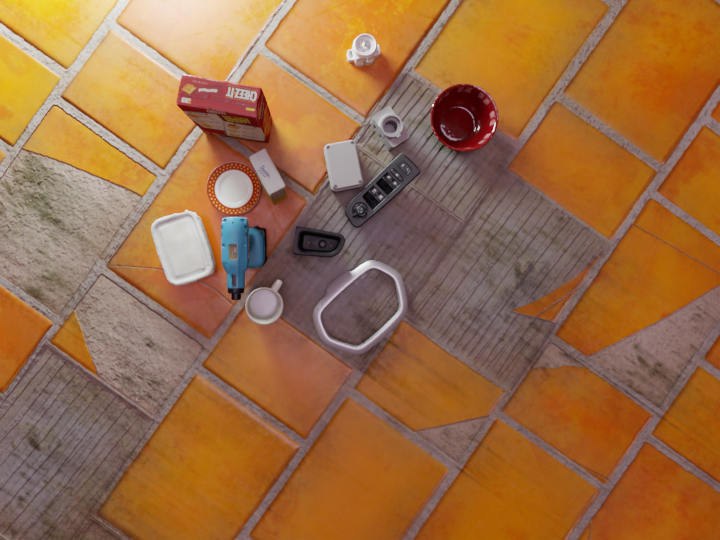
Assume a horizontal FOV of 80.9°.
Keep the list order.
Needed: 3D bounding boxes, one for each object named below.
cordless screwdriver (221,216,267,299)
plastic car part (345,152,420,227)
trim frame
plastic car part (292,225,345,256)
[{"bbox_3d":[-0.251,-0.028,0.912,0.074,0.250,0.159,-1,92,-6],"label":"cordless screwdriver"},{"bbox_3d":[0.044,-0.186,1.008,0.203,0.067,0.066,-43,93,-1],"label":"plastic car part"},{"bbox_3d":[0.001,0.088,1.024,0.248,0.027,0.184,-42,90,-1],"label":"trim frame"},{"bbox_3d":[-0.098,-0.064,1.003,0.116,0.071,0.066,7,91,-2],"label":"plastic car part"}]
